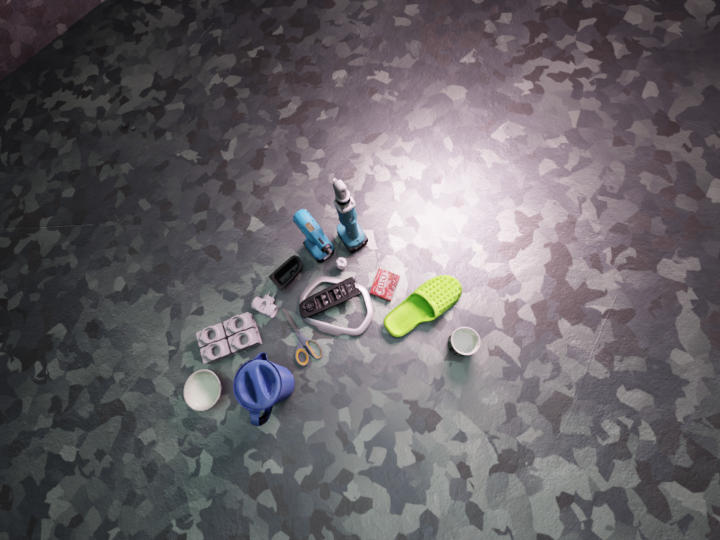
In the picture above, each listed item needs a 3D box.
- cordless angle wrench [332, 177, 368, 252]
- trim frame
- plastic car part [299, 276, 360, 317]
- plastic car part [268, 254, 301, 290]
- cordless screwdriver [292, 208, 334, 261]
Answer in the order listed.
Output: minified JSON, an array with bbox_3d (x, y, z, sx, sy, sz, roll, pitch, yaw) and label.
[{"bbox_3d":[-0.038,-0.159,1.246,0.074,0.411,0.101,-33,75,-5],"label":"cordless angle wrench"},{"bbox_3d":[-0.080,0.117,1.368,0.254,0.027,0.186,12,75,12],"label":"trim frame"},{"bbox_3d":[-0.102,0.093,1.359,0.203,0.065,0.068,-24,73,1],"label":"plastic car part"},{"bbox_3d":[-0.236,0.010,1.405,0.116,0.069,0.068,-44,74,-6],"label":"plastic car part"},{"bbox_3d":[-0.130,-0.085,1.326,0.074,0.242,0.164,-37,74,-6],"label":"cordless screwdriver"}]
